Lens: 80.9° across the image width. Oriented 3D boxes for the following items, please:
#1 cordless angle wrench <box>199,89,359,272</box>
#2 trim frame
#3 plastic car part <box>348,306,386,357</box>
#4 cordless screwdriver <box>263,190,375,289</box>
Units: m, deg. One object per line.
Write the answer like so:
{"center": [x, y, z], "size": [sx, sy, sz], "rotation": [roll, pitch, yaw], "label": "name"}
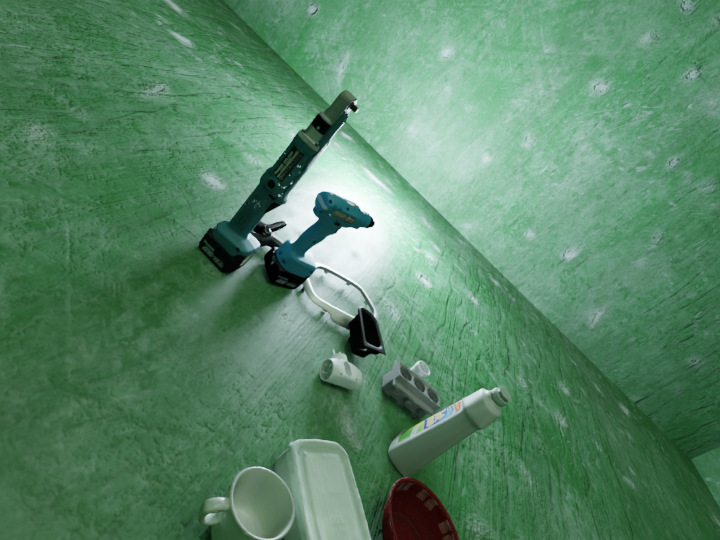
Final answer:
{"center": [-0.156, -0.163, 0.795], "size": [0.099, 0.427, 0.073], "rotation": [47, 26, 2], "label": "cordless angle wrench"}
{"center": [-0.051, 0.067, 1.062], "size": [0.238, 0.028, 0.191], "rotation": [30, 28, -26], "label": "trim frame"}
{"center": [0.003, 0.149, 0.961], "size": [0.063, 0.071, 0.121], "rotation": [29, 29, -31], "label": "plastic car part"}
{"center": [-0.092, -0.060, 0.937], "size": [0.150, 0.251, 0.078], "rotation": [20, 36, -42], "label": "cordless screwdriver"}
